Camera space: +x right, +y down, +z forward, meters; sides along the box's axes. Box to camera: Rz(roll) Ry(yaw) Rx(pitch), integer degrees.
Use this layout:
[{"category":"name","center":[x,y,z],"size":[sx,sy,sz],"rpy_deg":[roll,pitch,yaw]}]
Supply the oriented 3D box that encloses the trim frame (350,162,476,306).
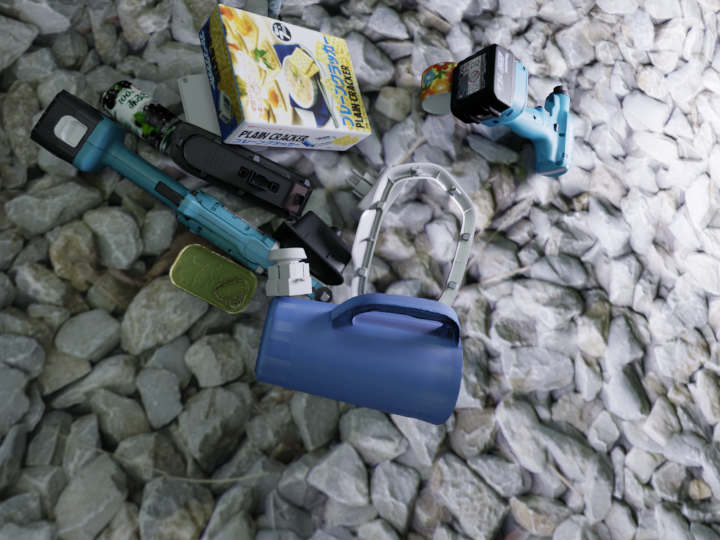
[{"category":"trim frame","center":[0.075,-0.030,0.602],"size":[0.179,0.028,0.247],"rpy_deg":[15,95,-15]}]

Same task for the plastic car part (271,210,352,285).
[{"category":"plastic car part","center":[-0.059,-0.038,0.599],"size":[0.115,0.067,0.071],"rpy_deg":[40,60,-6]}]

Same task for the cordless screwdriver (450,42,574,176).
[{"category":"cordless screwdriver","center":[0.251,-0.262,0.656],"size":[0.236,0.077,0.161],"rpy_deg":[19,75,-33]}]

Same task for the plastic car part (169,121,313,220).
[{"category":"plastic car part","center":[-0.155,-0.127,0.562],"size":[0.195,0.070,0.066],"rpy_deg":[24,101,-21]}]

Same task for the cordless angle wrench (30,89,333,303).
[{"category":"cordless angle wrench","center":[-0.213,-0.077,0.563],"size":[0.417,0.099,0.074],"rpy_deg":[34,90,-7]}]
